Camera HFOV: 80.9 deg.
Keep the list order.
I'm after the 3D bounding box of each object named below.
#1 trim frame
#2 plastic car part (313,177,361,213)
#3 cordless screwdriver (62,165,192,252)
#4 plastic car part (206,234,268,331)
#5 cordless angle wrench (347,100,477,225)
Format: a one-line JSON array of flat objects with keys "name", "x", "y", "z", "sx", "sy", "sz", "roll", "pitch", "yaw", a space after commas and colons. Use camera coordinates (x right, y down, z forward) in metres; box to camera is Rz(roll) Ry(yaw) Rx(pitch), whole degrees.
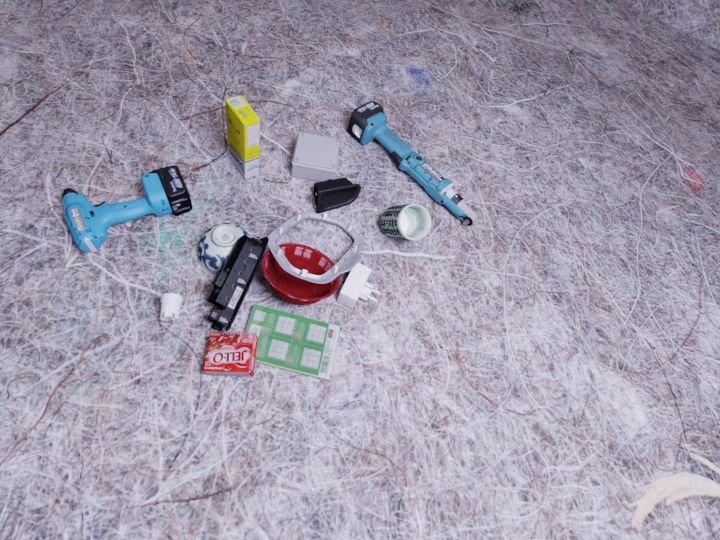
[{"name": "trim frame", "x": -0.088, "y": -0.057, "z": 0.899, "sx": 0.188, "sy": 0.027, "sz": 0.245, "roll": 31, "pitch": 37, "yaw": 10}, {"name": "plastic car part", "x": -0.066, "y": -0.191, "z": 1.015, "sx": 0.113, "sy": 0.064, "sz": 0.075, "roll": -20, "pitch": 51, "yaw": -25}, {"name": "cordless screwdriver", "x": -0.502, "y": -0.153, "z": 0.907, "sx": 0.244, "sy": 0.073, "sz": 0.165, "roll": -28, "pitch": 67, "yaw": -20}, {"name": "plastic car part", "x": -0.246, "y": 0.012, "z": 0.819, "sx": 0.064, "sy": 0.069, "sz": 0.204, "roll": 37, "pitch": 64, "yaw": -28}, {"name": "cordless angle wrench", "x": 0.138, "y": -0.272, "z": 1.091, "sx": 0.096, "sy": 0.073, "sz": 0.436, "roll": -34, "pitch": 72, "yaw": -27}]
